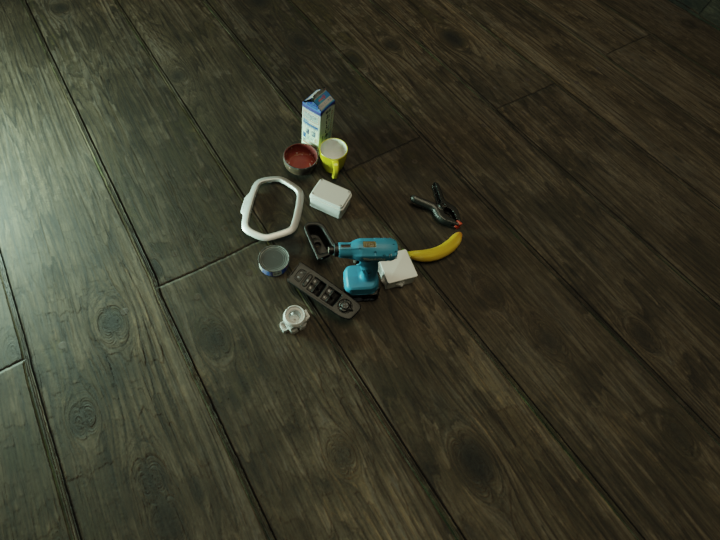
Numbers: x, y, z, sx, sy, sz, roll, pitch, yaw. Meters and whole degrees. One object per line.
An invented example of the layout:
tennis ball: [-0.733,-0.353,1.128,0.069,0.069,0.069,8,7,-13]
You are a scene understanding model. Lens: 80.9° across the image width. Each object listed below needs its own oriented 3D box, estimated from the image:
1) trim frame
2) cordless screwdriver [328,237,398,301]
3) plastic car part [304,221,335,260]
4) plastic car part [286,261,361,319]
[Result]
trim frame: [-0.268,-0.191,1.279,0.184,0.027,0.254,6,60,0]
cordless screwdriver: [-0.009,-0.003,1.061,0.158,0.244,0.076,1,62,-7]
plastic car part: [-0.117,-0.077,1.198,0.065,0.069,0.121,-21,64,-17]
plastic car part: [-0.097,0.065,1.119,0.209,0.065,0.066,32,62,14]
